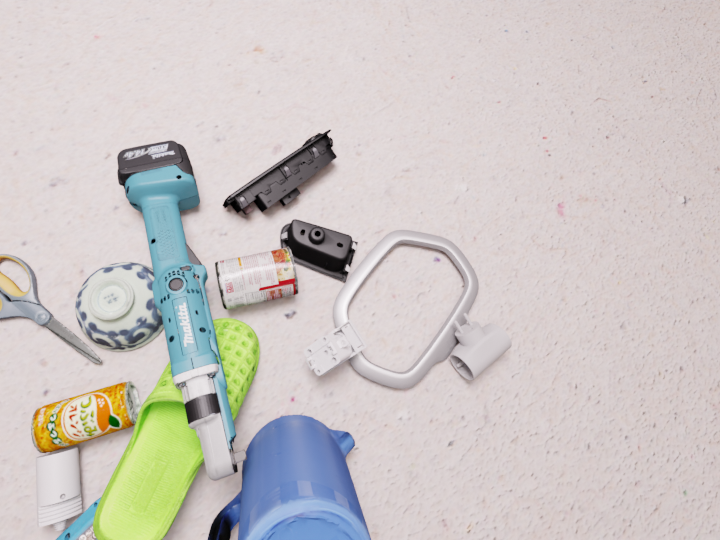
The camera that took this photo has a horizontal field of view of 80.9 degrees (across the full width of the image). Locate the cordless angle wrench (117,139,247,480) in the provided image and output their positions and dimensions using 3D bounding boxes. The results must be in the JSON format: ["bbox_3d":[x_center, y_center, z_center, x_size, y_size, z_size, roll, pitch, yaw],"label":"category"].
[{"bbox_3d":[-0.217,0.025,0.515,0.096,0.073,0.439,-16,64,-15],"label":"cordless angle wrench"}]

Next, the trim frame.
[{"bbox_3d":[0.070,0.049,0.620,0.186,0.027,0.247,37,70,5],"label":"trim frame"}]

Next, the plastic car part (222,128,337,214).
[{"bbox_3d":[-0.108,-0.143,0.635,0.201,0.067,0.066,-44,96,-18],"label":"plastic car part"}]

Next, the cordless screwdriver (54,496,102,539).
[{"bbox_3d":[-0.219,0.355,0.461,0.254,0.073,0.158,43,71,10],"label":"cordless screwdriver"}]

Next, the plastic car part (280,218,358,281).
[{"bbox_3d":[-0.059,-0.039,0.605,0.115,0.071,0.066,20,71,-6],"label":"plastic car part"}]
